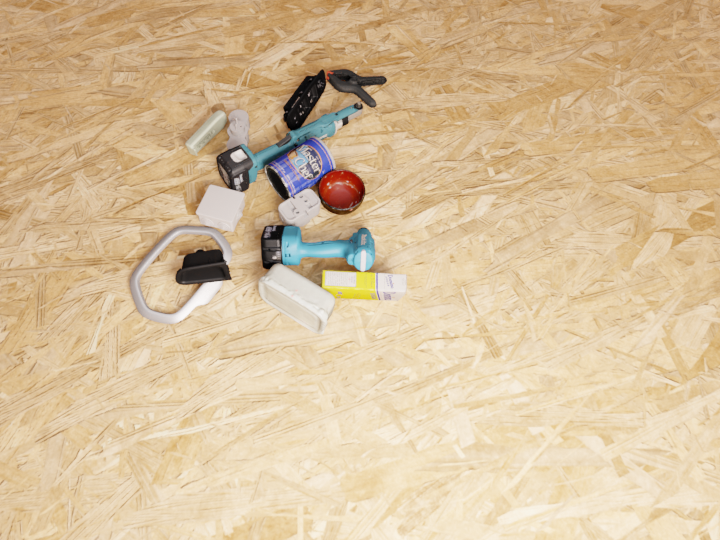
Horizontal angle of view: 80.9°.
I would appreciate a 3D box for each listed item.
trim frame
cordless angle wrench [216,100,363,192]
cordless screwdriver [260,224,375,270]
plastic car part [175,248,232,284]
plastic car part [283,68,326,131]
[{"bbox_3d":[-0.399,0.003,0.946,0.188,0.027,0.248,29,66,11],"label":"trim frame"},{"bbox_3d":[-0.161,-0.332,1.077,0.416,0.096,0.077,-34,74,-20],"label":"cordless angle wrench"},{"bbox_3d":[-0.093,-0.061,0.947,0.251,0.072,0.162,2,28,4],"label":"cordless screwdriver"},{"bbox_3d":[-0.342,-0.015,0.918,0.116,0.064,0.073,-5,52,-2],"label":"plastic car part"},{"bbox_3d":[-0.156,-0.465,1.150,0.070,0.063,0.203,18,66,31],"label":"plastic car part"}]
